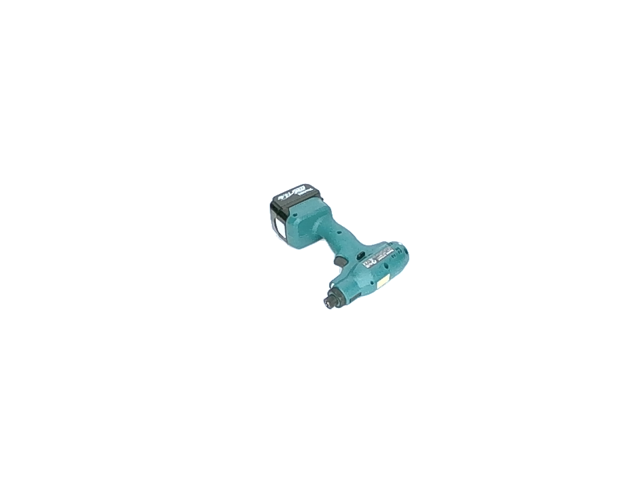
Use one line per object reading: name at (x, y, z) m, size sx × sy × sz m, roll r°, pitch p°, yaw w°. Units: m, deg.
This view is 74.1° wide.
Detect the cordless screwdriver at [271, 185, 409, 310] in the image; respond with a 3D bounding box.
cordless screwdriver at (0.005, 0.009, 0.704) m, size 0.158 × 0.074 × 0.250 m, roll -31°, pitch 49°, yaw -28°
